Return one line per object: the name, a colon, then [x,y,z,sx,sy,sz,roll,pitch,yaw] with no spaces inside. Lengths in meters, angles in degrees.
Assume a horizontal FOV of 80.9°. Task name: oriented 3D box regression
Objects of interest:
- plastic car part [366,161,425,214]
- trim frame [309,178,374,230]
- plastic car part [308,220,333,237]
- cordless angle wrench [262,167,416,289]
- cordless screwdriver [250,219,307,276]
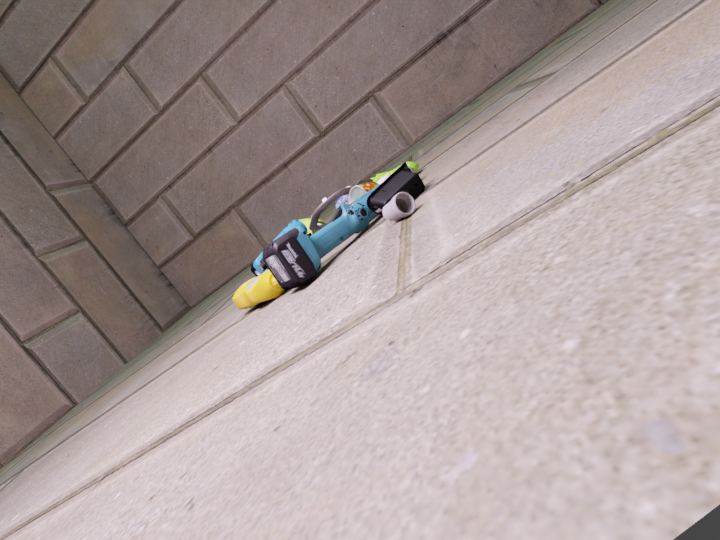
plastic car part: [0.077,-0.149,0.813,0.116,0.063,0.074,-43,24,-12]
trim frame: [-0.037,-0.167,1.092,0.238,0.028,0.186,-15,-22,-51]
plastic car part: [-0.096,-0.062,0.977,0.201,0.067,0.067,-37,1,-15]
cordless angle wrench: [-0.010,-0.111,0.865,0.415,0.097,0.076,-39,7,-33]
cordless screwdriver: [-0.234,-0.029,1.119,0.158,0.074,0.252,-52,8,-30]
